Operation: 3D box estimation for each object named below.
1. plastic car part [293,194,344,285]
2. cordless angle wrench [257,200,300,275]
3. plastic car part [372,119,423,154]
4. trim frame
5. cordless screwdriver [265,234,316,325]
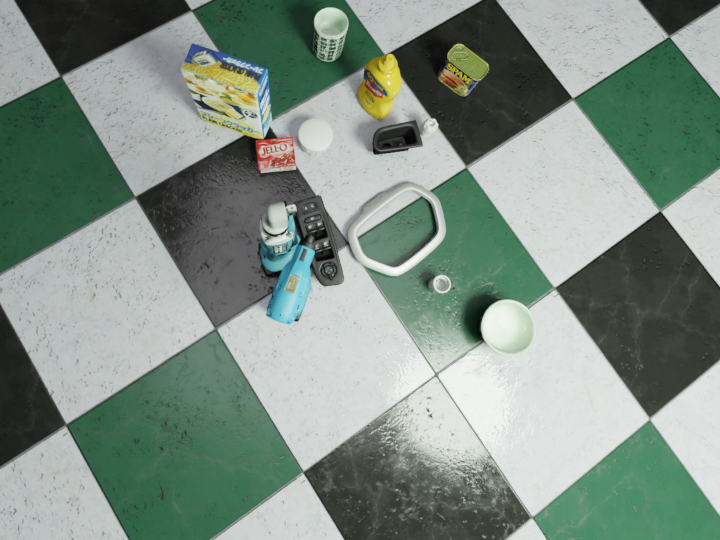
[{"bbox_3d":[-0.092,-0.060,0.943,0.066,0.067,0.205,-17,82,-9],"label":"plastic car part"},{"bbox_3d":[-0.146,-0.054,0.758,0.097,0.424,0.075,-13,86,-11],"label":"cordless angle wrench"},{"bbox_3d":[0.076,-0.302,0.998,0.115,0.071,0.067,-13,83,-8],"label":"plastic car part"},{"bbox_3d":[0.086,-0.099,0.983,0.247,0.027,0.186,-39,85,-10],"label":"trim frame"},{"bbox_3d":[-0.131,0.025,0.833,0.074,0.249,0.160,21,80,-6],"label":"cordless screwdriver"}]
